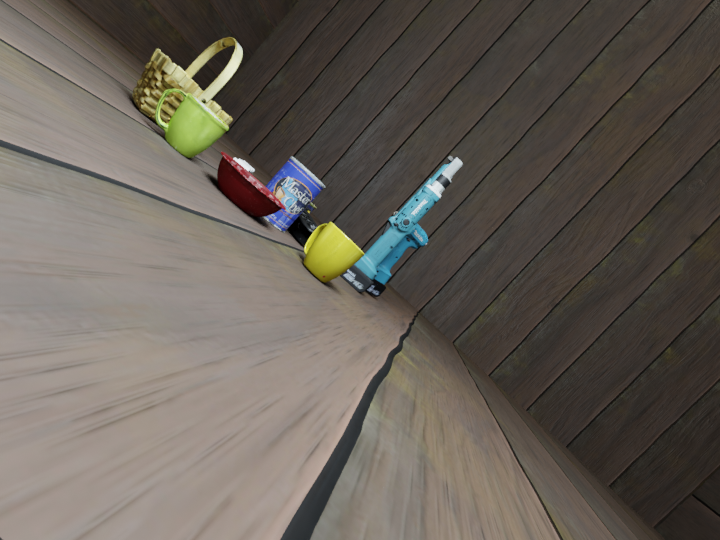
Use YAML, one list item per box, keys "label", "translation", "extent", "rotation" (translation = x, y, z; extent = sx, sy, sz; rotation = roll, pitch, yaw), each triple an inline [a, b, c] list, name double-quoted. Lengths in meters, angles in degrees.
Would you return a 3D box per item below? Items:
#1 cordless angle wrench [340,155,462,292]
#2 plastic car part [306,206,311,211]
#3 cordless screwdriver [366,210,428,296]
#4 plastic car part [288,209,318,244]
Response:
- label: "cordless angle wrench"
  translation: [0.111, -0.125, 1.094]
  extent: [0.097, 0.423, 0.075]
  rotation: [42, 4, -4]
- label: "plastic car part"
  translation: [-0.198, -0.175, 1.191]
  extent: [0.110, 0.071, 0.070]
  rotation: [39, 5, -44]
- label: "cordless screwdriver"
  translation: [0.075, -0.052, 1.238]
  extent: [0.150, 0.249, 0.078]
  rotation: [39, 6, -41]
- label: "plastic car part"
  translation: [-0.152, -0.119, 1.055]
  extent: [0.063, 0.067, 0.214]
  rotation: [39, 4, -37]
